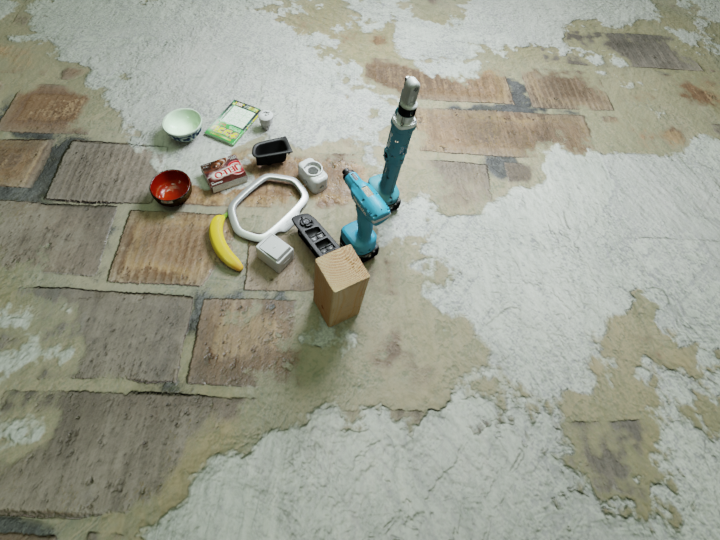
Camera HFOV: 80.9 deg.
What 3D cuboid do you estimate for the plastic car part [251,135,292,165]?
[{"bbox_3d":[-0.268,-0.347,1.267,0.115,0.069,0.068,-17,64,-13],"label":"plastic car part"}]

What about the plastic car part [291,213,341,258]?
[{"bbox_3d":[-0.109,-0.071,1.116,0.065,0.065,0.211,-30,66,-20],"label":"plastic car part"}]

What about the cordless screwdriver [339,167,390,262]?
[{"bbox_3d":[-0.006,-0.130,1.052,0.073,0.243,0.165,-25,67,-19],"label":"cordless screwdriver"}]

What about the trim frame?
[{"bbox_3d":[-0.260,-0.182,1.196,0.190,0.027,0.246,34,64,16],"label":"trim frame"}]

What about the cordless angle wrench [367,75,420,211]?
[{"bbox_3d":[0.086,-0.295,1.054,0.073,0.414,0.102,-18,66,-17],"label":"cordless angle wrench"}]
